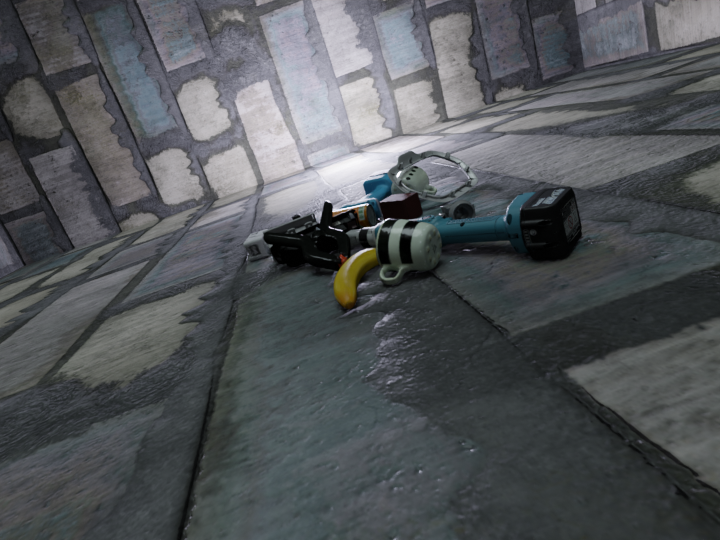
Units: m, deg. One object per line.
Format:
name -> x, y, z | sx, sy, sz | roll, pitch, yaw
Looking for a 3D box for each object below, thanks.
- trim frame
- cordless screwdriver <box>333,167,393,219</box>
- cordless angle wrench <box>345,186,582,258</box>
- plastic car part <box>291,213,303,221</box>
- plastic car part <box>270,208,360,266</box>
trim frame -> 0.176, -0.236, 1.025 | 0.193, 0.027, 0.243 | 37, 52, 26
cordless screwdriver -> 0.015, -0.192, 1.126 | 0.166, 0.072, 0.247 | -7, 27, 31
cordless angle wrench -> 0.122, -0.066, 0.712 | 0.443, 0.072, 0.096 | 0, 26, 46
plastic car part -> -0.147, -0.101, 1.036 | 0.066, 0.069, 0.120 | -18, 22, -4
plastic car part -> -0.088, -0.057, 0.896 | 0.201, 0.063, 0.070 | -21, 43, -8
